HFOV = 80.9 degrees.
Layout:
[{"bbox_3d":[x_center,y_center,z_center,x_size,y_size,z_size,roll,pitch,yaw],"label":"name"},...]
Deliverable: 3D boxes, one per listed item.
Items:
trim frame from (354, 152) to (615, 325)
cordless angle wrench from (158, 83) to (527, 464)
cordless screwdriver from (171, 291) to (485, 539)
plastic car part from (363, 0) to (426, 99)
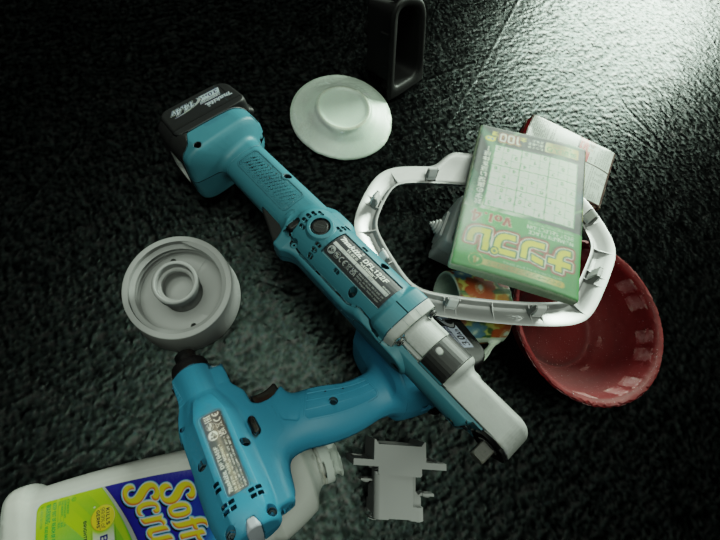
[{"bbox_3d":[0.118,-0.038,0.406,0.250,0.027,0.188,4,60,3],"label":"trim frame"},{"bbox_3d":[-0.037,-0.024,0.375,0.097,0.072,0.442,-37,63,-18],"label":"cordless angle wrench"},{"bbox_3d":[-0.031,0.092,0.366,0.243,0.072,0.168,-23,51,-23],"label":"cordless screwdriver"},{"bbox_3d":[0.036,-0.287,0.526,0.065,0.112,0.075,-39,57,-22],"label":"plastic car part"}]
